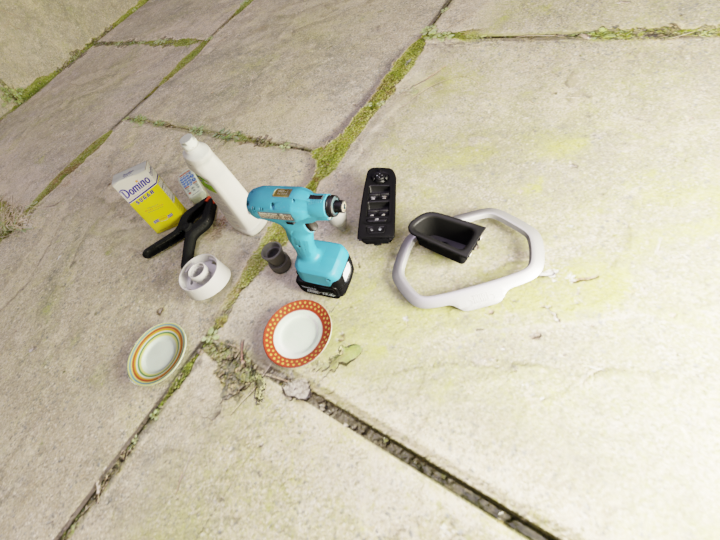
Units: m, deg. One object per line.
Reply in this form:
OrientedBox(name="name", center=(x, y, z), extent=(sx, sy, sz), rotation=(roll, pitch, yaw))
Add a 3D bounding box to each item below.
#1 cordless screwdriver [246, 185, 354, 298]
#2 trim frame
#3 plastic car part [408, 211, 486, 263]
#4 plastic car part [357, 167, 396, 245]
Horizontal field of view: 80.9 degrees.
OrientedBox(name="cordless screwdriver", center=(-0.068, -0.045, 0.698), extent=(0.166, 0.236, 0.075), rotation=(8, 58, 26))
OrientedBox(name="trim frame", center=(0.174, -0.020, 0.714), extent=(0.252, 0.026, 0.191), rotation=(-17, 51, 10))
OrientedBox(name="plastic car part", center=(0.145, -0.051, 0.722), extent=(0.123, 0.067, 0.066), rotation=(24, 67, 34))
OrientedBox(name="plastic car part", center=(0.040, -0.123, 0.822), extent=(0.068, 0.064, 0.208), rotation=(-7, 53, 17))
